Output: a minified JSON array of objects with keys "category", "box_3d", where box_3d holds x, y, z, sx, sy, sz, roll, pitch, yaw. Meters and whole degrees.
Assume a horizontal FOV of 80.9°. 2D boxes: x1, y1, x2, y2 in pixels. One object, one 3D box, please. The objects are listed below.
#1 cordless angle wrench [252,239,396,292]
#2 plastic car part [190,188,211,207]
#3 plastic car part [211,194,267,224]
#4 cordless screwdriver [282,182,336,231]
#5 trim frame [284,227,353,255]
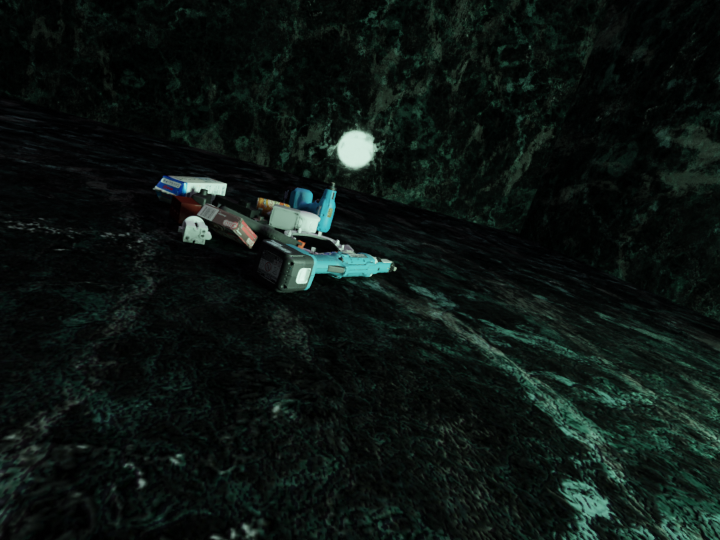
[{"category":"cordless angle wrench","box_3d":[-0.045,-0.011,0.912,0.103,0.074,0.403,26,15,33]},{"category":"plastic car part","box_3d":[-0.428,-0.183,1.133,0.065,0.070,0.119,15,17,-10]},{"category":"plastic car part","box_3d":[-0.348,-0.169,1.190,0.212,0.066,0.064,20,21,24]},{"category":"cordless screwdriver","box_3d":[-0.168,-0.238,1.430,0.071,0.158,0.263,6,16,-39]},{"category":"trim frame","box_3d":[-0.112,-0.073,1.145,0.178,0.027,0.258,12,14,-20]}]
